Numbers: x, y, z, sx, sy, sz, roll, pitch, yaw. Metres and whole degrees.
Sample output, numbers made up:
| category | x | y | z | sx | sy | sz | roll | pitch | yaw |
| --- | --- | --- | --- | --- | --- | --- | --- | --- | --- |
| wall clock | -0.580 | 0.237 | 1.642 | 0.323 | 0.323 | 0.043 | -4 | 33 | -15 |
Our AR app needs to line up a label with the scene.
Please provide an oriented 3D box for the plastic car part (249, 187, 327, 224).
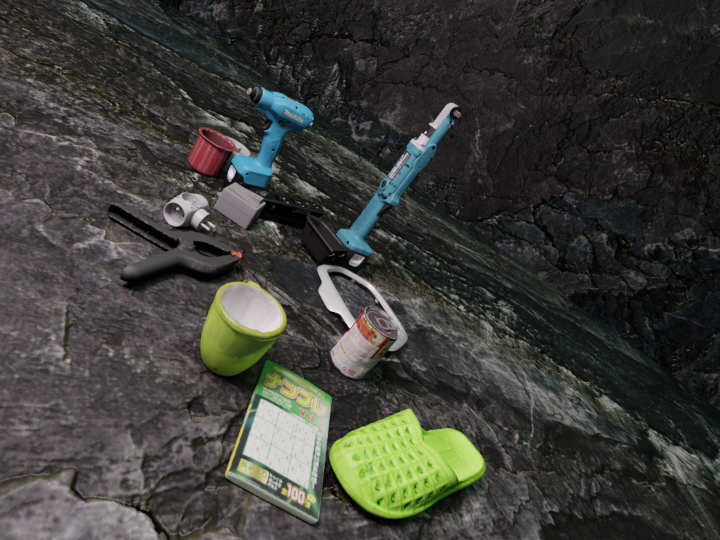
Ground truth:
| category | x | y | z | sx | sy | sz | roll | pitch | yaw |
| --- | --- | --- | --- | --- | --- | --- | --- | --- | --- |
| plastic car part | -0.178 | -0.147 | 0.985 | 0.192 | 0.067 | 0.070 | 13 | 32 | -43 |

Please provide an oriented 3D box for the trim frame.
| category | x | y | z | sx | sy | sz | roll | pitch | yaw |
| --- | --- | --- | --- | --- | --- | --- | --- | --- | --- |
| trim frame | -0.001 | 0.069 | 0.854 | 0.174 | 0.027 | 0.262 | 16 | 29 | -39 |

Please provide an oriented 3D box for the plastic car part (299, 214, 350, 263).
| category | x | y | z | sx | sy | sz | roll | pitch | yaw |
| --- | --- | --- | --- | --- | --- | --- | --- | --- | --- |
| plastic car part | -0.091 | -0.059 | 0.928 | 0.063 | 0.071 | 0.122 | 4 | 38 | -53 |

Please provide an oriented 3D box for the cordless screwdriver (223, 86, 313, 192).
| category | x | y | z | sx | sy | sz | roll | pitch | yaw |
| --- | --- | --- | --- | --- | --- | --- | --- | --- | --- |
| cordless screwdriver | -0.226 | -0.274 | 0.931 | 0.151 | 0.249 | 0.078 | 13 | 33 | -45 |

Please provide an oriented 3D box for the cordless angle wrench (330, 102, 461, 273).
| category | x | y | z | sx | sy | sz | roll | pitch | yaw |
| --- | --- | --- | --- | --- | --- | --- | --- | --- | --- |
| cordless angle wrench | 0.070 | -0.177 | 0.924 | 0.070 | 0.424 | 0.103 | 21 | 28 | -36 |
